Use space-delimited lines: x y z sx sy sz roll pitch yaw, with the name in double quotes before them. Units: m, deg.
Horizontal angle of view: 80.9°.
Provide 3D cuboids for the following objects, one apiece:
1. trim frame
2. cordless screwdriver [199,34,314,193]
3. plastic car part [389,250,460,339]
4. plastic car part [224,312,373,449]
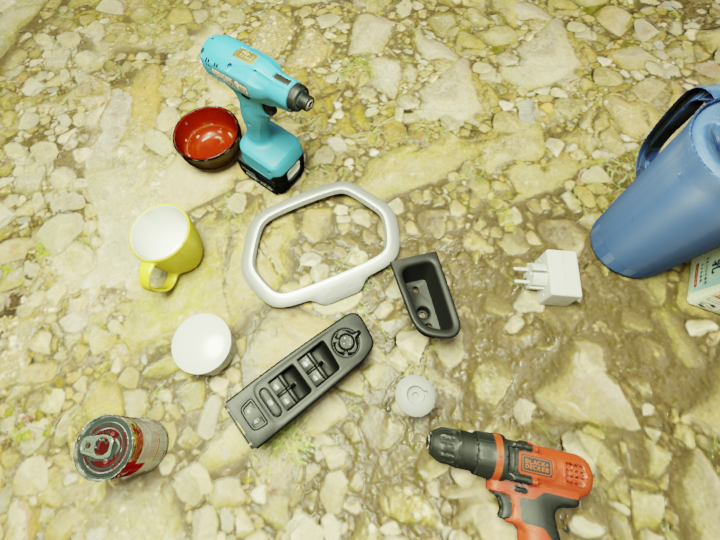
"trim frame" -0.063 -0.041 0.643 0.247 0.027 0.191 -23 67 -5
"cordless screwdriver" -0.124 -0.199 0.600 0.164 0.242 0.074 35 72 14
"plastic car part" 0.086 0.044 0.571 0.066 0.069 0.120 -13 67 -4
"plastic car part" -0.068 0.136 0.545 0.201 0.065 0.069 -37 71 -12
